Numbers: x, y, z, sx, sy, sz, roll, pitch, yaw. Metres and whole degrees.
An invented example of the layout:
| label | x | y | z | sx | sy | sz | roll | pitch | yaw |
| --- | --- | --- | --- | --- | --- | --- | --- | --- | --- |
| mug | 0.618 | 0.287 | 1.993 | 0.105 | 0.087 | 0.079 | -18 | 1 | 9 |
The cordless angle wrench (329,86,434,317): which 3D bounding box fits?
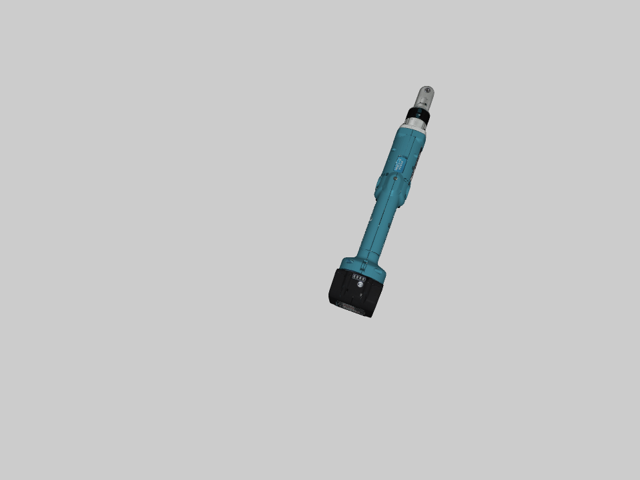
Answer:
| label | x | y | z | sx | sy | sz | roll | pitch | yaw |
| --- | --- | --- | --- | --- | --- | --- | --- | --- | --- |
| cordless angle wrench | 0.120 | -0.084 | 0.710 | 0.074 | 0.422 | 0.098 | 19 | -16 | 9 |
